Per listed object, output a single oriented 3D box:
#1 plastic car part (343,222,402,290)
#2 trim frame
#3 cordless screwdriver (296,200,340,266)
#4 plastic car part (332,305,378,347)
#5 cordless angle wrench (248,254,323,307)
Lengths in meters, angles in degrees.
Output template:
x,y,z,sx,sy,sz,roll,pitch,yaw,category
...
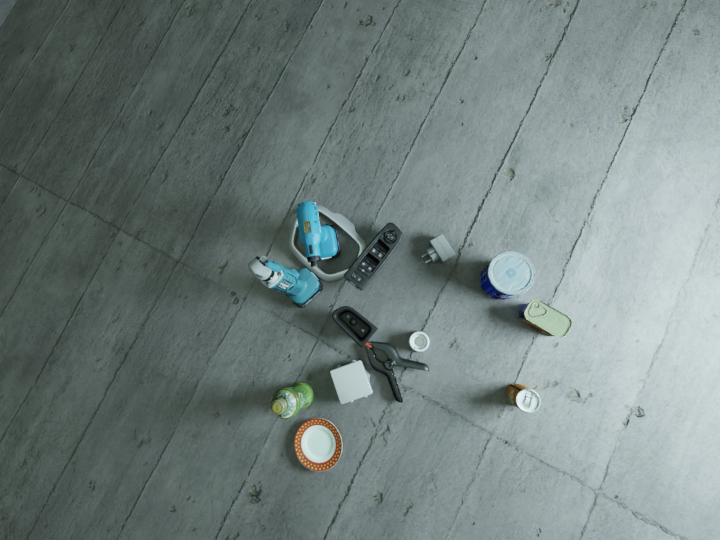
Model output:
x,y,z,sx,sy,sz,roll,pitch,yaw,category
0.042,-0.038,1.164,0.068,0.065,0.203,37,88,14,plastic car part
-0.099,-0.081,1.223,0.257,0.027,0.184,40,88,17,trim frame
-0.109,-0.071,1.111,0.075,0.242,0.162,-10,79,6,cordless screwdriver
-0.016,0.143,1.135,0.120,0.069,0.066,40,88,16,plastic car part
-0.183,0.022,1.019,0.098,0.411,0.076,-43,78,-1,cordless angle wrench
